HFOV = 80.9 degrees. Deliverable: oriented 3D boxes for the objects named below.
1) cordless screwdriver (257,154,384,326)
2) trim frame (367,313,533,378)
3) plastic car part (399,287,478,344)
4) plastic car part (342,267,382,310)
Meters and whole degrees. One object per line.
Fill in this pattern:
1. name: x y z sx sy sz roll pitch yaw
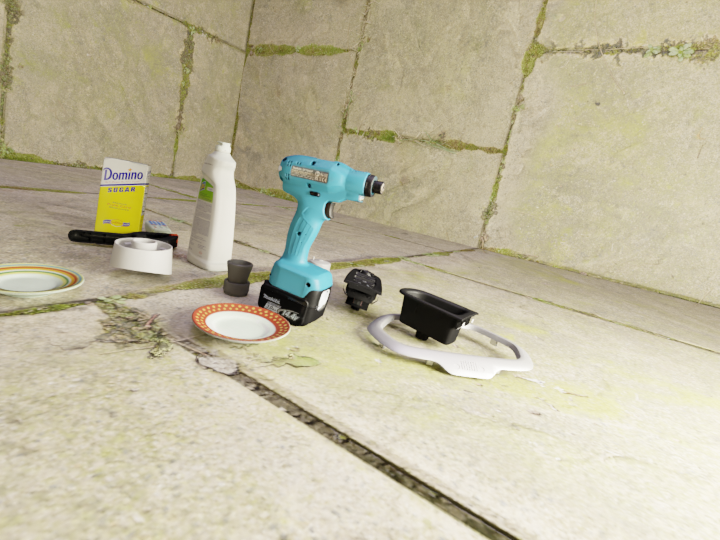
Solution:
1. cordless screwdriver: -0.062 -0.041 0.637 0.165 0.247 0.072 15 10 20
2. trim frame: 0.132 0.109 0.644 0.246 0.027 0.188 9 12 -8
3. plastic car part: 0.112 0.078 0.668 0.123 0.070 0.063 19 13 36
4. plastic car part: 0.004 0.035 0.782 0.067 0.066 0.203 12 12 2
